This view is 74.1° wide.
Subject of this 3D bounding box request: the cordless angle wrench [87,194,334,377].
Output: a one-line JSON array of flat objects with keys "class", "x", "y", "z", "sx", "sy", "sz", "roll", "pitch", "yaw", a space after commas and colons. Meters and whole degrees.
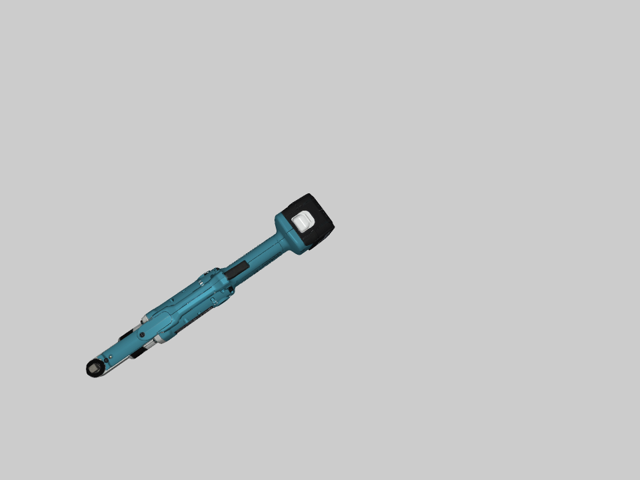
[{"class": "cordless angle wrench", "x": -0.167, "y": 0.075, "z": 0.670, "sx": 0.422, "sy": 0.074, "sz": 0.098, "roll": -35, "pitch": -5, "yaw": -15}]
